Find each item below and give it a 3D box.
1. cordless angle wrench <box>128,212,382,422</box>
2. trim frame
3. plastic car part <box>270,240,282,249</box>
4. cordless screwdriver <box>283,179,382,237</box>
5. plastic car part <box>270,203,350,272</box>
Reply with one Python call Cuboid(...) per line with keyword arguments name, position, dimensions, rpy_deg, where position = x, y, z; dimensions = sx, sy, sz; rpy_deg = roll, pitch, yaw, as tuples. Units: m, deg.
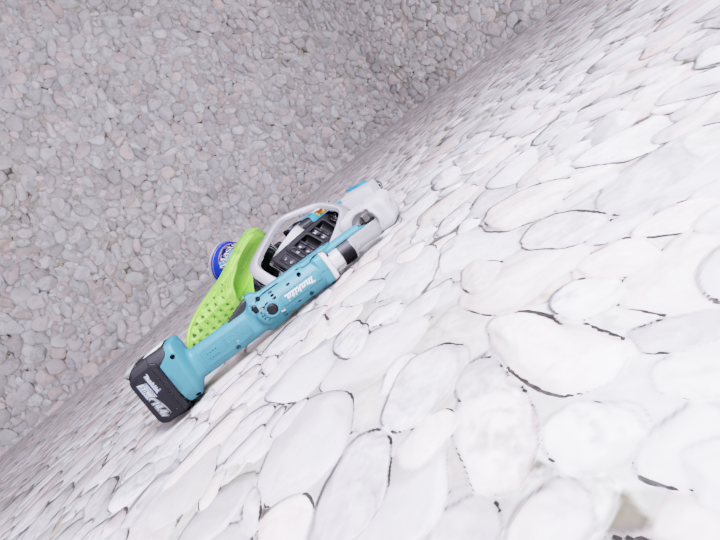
Cuboid(name="cordless angle wrench", position=(-0.137, 0.053, 0.635), dimensions=(0.420, 0.096, 0.076), rpy_deg=(-37, 11, -8))
Cuboid(name="trim frame", position=(-0.108, -0.053, 0.798), dimensions=(0.190, 0.026, 0.251), rpy_deg=(-3, 42, 21))
Cuboid(name="plastic car part", position=(-0.240, -0.040, 1.162), dimensions=(0.118, 0.069, 0.066), rpy_deg=(-38, 13, 18))
Cuboid(name="cordless screwdriver", position=(-0.061, -0.135, 1.014), dimensions=(0.246, 0.073, 0.164), rpy_deg=(-39, 14, -16))
Cuboid(name="plastic car part", position=(-0.083, -0.054, 0.849), dimensions=(0.070, 0.064, 0.201), rpy_deg=(24, 61, 35))
